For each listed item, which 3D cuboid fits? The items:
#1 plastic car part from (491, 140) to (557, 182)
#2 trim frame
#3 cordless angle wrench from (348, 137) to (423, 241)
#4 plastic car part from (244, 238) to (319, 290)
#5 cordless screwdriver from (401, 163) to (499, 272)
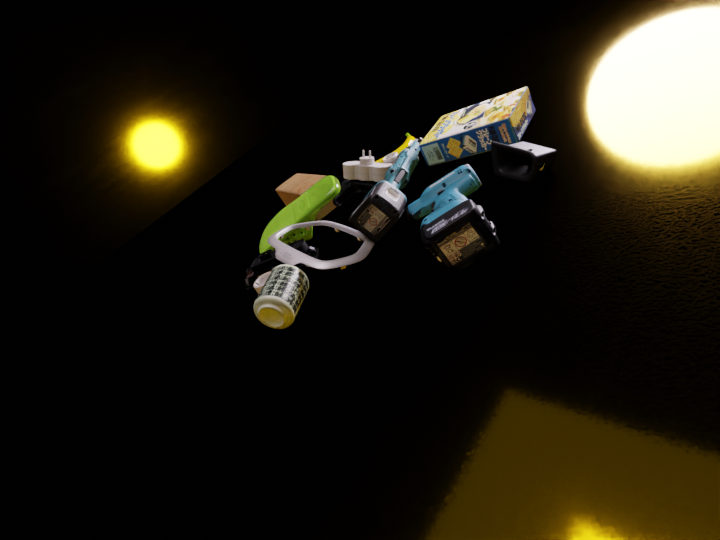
[{"bbox_3d":[0.297,-0.199,0.751,0.070,0.064,0.122,-23,28,-12],"label":"plastic car part"},{"bbox_3d":[-0.085,-0.056,0.872,0.179,0.027,0.263,-25,35,-33],"label":"trim frame"},{"bbox_3d":[0.085,-0.215,0.968,0.099,0.074,0.423,-47,10,39],"label":"cordless angle wrench"},{"bbox_3d":[-0.185,-0.022,0.964,0.208,0.065,0.066,-17,22,23],"label":"plastic car part"},{"bbox_3d":[0.136,-0.088,0.719,0.162,0.072,0.252,-32,22,23],"label":"cordless screwdriver"}]
